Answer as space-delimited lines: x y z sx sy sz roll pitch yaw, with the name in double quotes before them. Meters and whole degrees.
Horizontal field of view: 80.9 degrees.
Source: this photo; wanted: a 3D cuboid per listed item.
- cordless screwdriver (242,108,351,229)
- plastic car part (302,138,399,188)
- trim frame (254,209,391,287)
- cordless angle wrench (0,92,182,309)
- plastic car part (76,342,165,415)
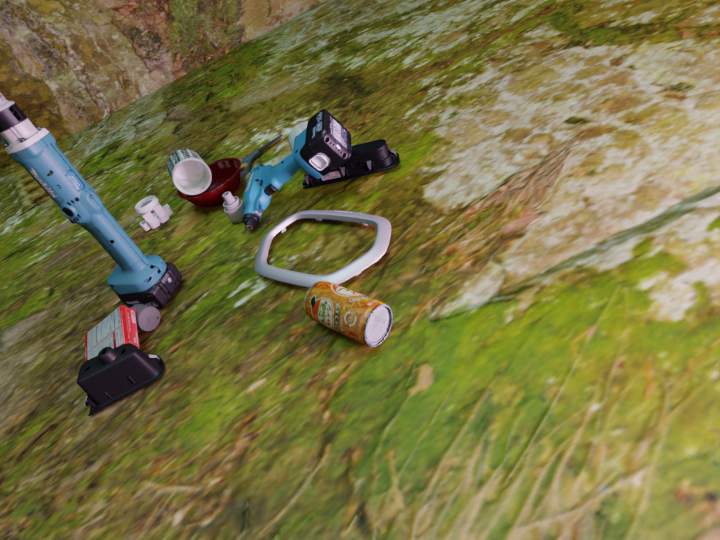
"cordless screwdriver" -0.133 -0.180 0.797 0.256 0.070 0.163 -25 45 34
"plastic car part" -0.024 -0.216 0.834 0.210 0.064 0.067 -3 35 22
"trim frame" -0.067 -0.044 0.686 0.261 0.026 0.184 8 50 37
"cordless angle wrench" -0.428 -0.103 0.642 0.101 0.403 0.075 -6 40 21
"plastic car part" -0.347 0.139 0.598 0.116 0.067 0.069 -28 39 1
